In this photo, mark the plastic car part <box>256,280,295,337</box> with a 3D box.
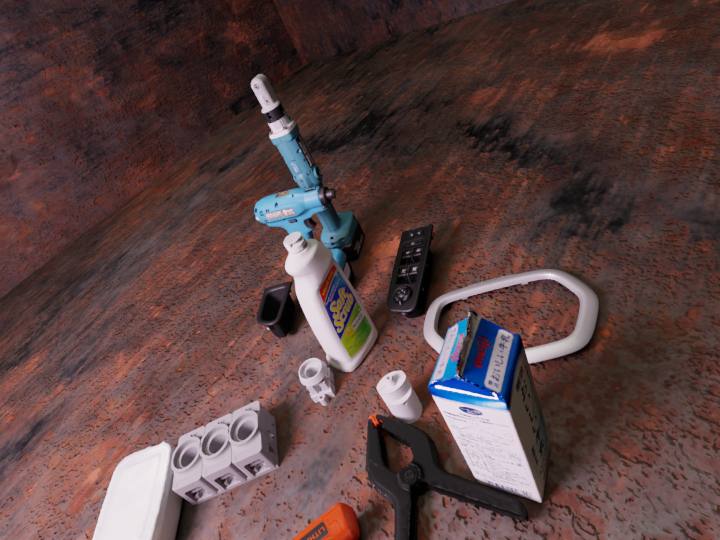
[{"bbox_3d":[-0.162,0.088,0.847,0.067,0.067,0.119,-18,37,16],"label":"plastic car part"}]

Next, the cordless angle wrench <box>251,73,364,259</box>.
[{"bbox_3d":[-0.108,-0.197,0.866,0.077,0.403,0.099,-9,38,27],"label":"cordless angle wrench"}]

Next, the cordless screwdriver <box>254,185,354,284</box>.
[{"bbox_3d":[-0.080,-0.052,0.813,0.165,0.237,0.075,-9,38,27],"label":"cordless screwdriver"}]

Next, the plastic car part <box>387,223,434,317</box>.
[{"bbox_3d":[0.096,0.006,0.768,0.069,0.064,0.205,-8,41,28],"label":"plastic car part"}]

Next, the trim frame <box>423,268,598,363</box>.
[{"bbox_3d":[0.219,0.069,0.638,0.253,0.026,0.189,-19,37,15],"label":"trim frame"}]
